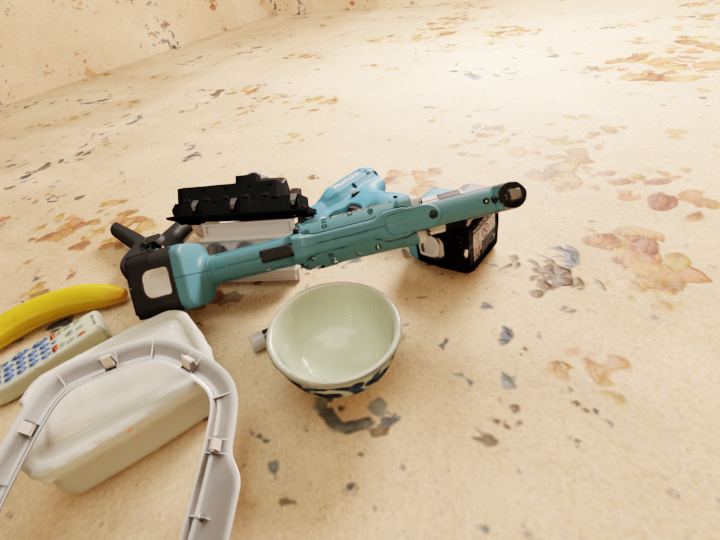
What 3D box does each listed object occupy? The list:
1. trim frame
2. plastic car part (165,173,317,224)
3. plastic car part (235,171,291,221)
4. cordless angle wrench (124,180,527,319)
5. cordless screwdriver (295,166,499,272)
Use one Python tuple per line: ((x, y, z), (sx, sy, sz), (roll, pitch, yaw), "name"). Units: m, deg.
((-0.180, 0.163, 0.297), (0.184, 0.027, 0.254), (8, 55, 0), "trim frame")
((-0.164, -0.091, 0.557), (0.207, 0.066, 0.065), (-6, 7, 12), "plastic car part")
((-0.157, -0.121, 0.674), (0.120, 0.068, 0.066), (6, 38, 17), "plastic car part")
((-0.045, -0.029, 0.458), (0.429, 0.074, 0.096), (-13, 2, 10), "cordless angle wrench")
((0.037, -0.068, 0.555), (0.156, 0.071, 0.263), (-38, 41, -28), "cordless screwdriver")
